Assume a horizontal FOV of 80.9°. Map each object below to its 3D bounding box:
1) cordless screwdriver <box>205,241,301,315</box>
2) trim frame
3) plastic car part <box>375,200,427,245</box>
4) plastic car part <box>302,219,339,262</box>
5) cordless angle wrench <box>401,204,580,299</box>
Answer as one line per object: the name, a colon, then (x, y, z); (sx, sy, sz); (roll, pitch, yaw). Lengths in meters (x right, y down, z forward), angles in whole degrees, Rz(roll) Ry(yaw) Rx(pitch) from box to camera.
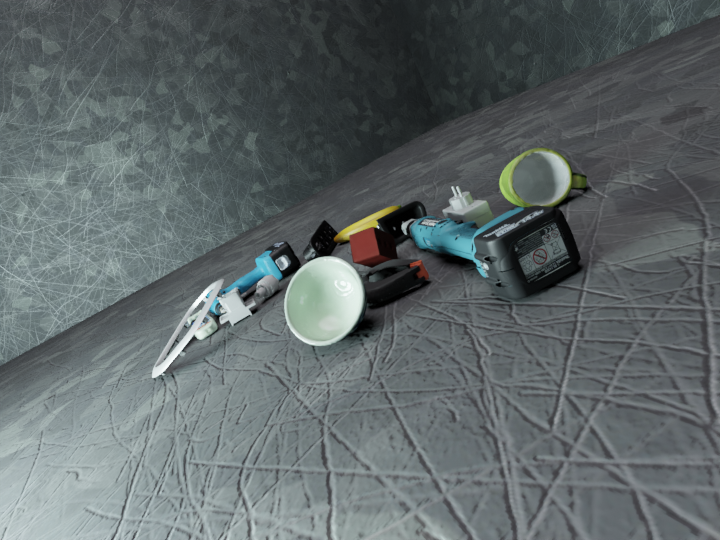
cordless screwdriver: (-0.263, 0.025, 1.036); (0.246, 0.072, 0.165); (-37, 18, -17)
trim frame: (-0.345, 0.111, 0.860); (0.187, 0.026, 0.254); (-38, 26, 27)
plastic car part: (0.081, -0.094, 0.893); (0.114, 0.066, 0.072); (-31, 0, -26)
plastic car part: (-0.107, -0.070, 1.094); (0.068, 0.065, 0.205); (-34, 14, 14)
cordless angle wrench: (0.140, -0.052, 0.646); (0.097, 0.073, 0.433); (-28, 14, -6)
